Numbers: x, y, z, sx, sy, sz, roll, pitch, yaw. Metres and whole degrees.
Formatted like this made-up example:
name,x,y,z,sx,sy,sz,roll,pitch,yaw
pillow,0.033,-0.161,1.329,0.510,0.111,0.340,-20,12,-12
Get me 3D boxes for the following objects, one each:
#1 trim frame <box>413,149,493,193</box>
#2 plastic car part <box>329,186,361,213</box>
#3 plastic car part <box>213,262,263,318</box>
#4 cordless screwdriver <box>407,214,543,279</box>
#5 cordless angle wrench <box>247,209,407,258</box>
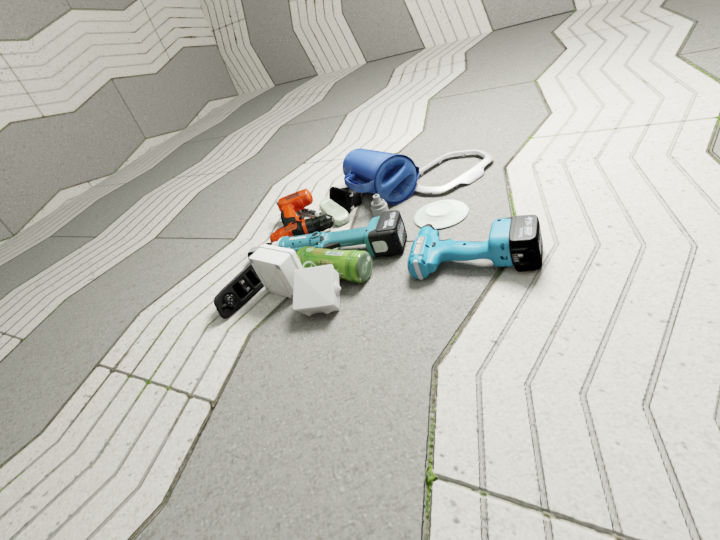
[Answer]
name,x,y,z,sx,sy,sz,roll,pitch,yaw
trim frame,0.249,-0.277,1.176,0.245,0.026,0.195,-34,35,-20
plastic car part,-0.037,-0.218,1.232,0.069,0.064,0.123,-16,27,-22
plastic car part,-0.282,0.030,1.019,0.070,0.064,0.201,-3,37,41
cordless screwdriver,0.225,-0.059,0.852,0.258,0.071,0.160,-7,36,27
cordless angle wrench,-0.103,-0.067,1.049,0.438,0.071,0.099,-6,36,26
